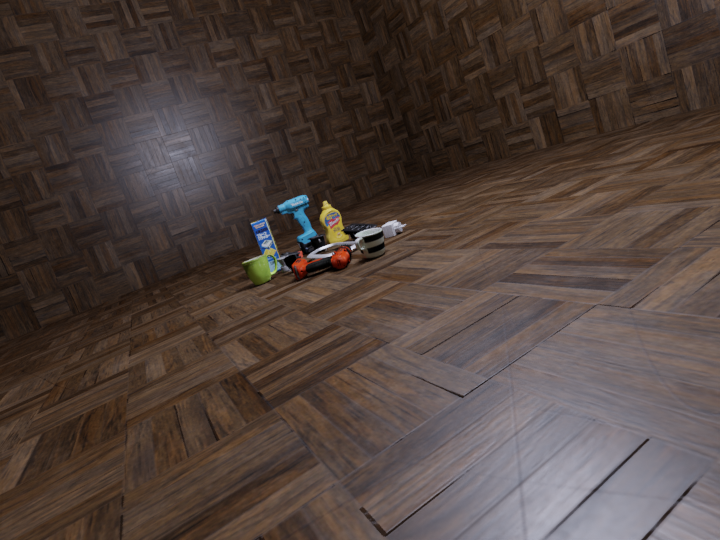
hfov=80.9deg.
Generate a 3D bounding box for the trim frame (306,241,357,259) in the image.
[{"bbox_3d":[-0.099,-0.077,1.605,0.179,0.027,0.259,-27,15,-30],"label":"trim frame"}]

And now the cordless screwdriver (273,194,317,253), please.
[{"bbox_3d":[-0.273,-0.193,1.859,0.157,0.245,0.076,-21,8,-11],"label":"cordless screwdriver"}]

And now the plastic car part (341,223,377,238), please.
[{"bbox_3d":[0.000,-0.151,1.679,0.065,0.066,0.211,-24,13,-26],"label":"plastic car part"}]

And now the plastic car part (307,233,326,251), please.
[{"bbox_3d":[-0.174,-0.113,1.775,0.065,0.070,0.120,-22,11,-13],"label":"plastic car part"}]
